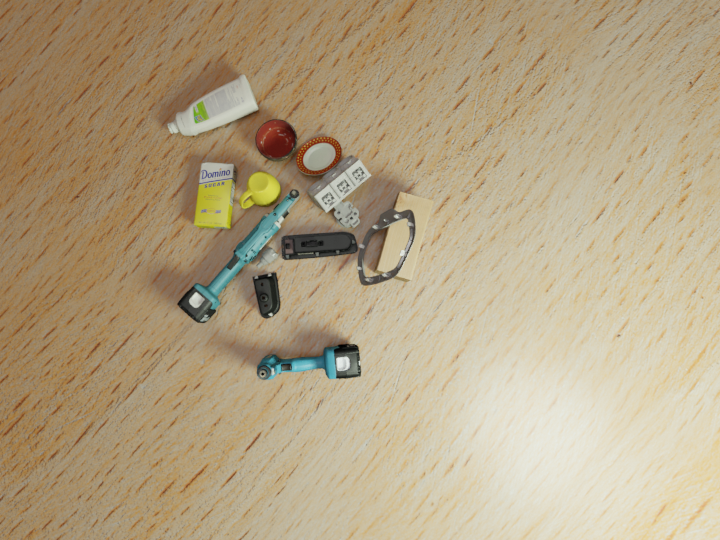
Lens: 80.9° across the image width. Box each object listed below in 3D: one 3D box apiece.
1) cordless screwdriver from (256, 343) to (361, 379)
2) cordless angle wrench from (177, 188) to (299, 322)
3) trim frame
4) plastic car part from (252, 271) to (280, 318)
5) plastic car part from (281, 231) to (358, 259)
[{"bbox_3d":[-0.125,0.228,1.018,0.249,0.158,0.075,-5,85,-1],"label":"cordless screwdriver"},{"bbox_3d":[-0.301,-0.050,1.107,0.075,0.097,0.422,39,82,4],"label":"cordless angle wrench"},{"bbox_3d":[0.053,-0.057,1.012,0.026,0.255,0.186,20,71,-23],"label":"trim frame"},{"bbox_3d":[-0.245,0.064,1.092,0.066,0.070,0.118,-12,80,1],"label":"plastic car part"},{"bbox_3d":[-0.108,-0.071,1.109,0.203,0.066,0.067,-3,77,0],"label":"plastic car part"}]
